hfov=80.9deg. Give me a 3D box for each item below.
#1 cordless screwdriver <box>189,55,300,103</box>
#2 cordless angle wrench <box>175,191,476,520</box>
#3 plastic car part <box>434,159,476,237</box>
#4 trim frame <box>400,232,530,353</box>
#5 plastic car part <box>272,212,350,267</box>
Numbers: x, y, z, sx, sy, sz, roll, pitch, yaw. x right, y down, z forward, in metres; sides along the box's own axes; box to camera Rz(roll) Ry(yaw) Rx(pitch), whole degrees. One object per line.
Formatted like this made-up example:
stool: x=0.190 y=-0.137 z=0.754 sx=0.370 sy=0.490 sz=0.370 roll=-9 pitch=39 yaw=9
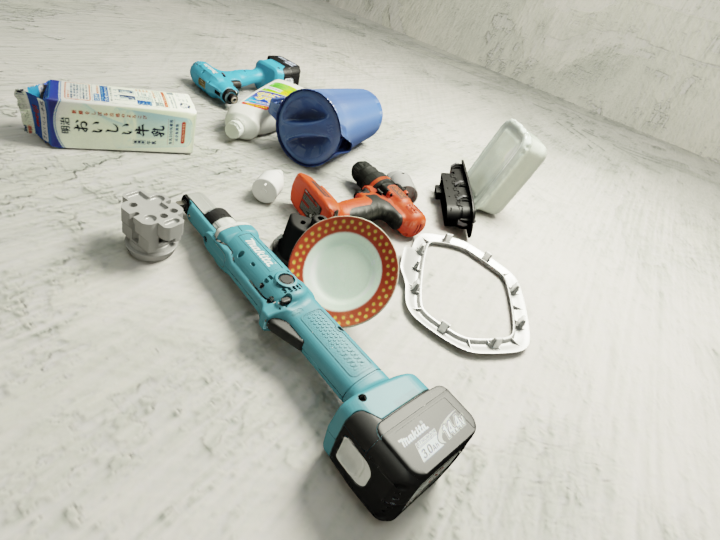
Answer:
cordless screwdriver: x=-0.245 y=-0.432 z=0.970 sx=0.241 sy=0.073 sz=0.167 roll=-24 pitch=54 yaw=-38
cordless angle wrench: x=-0.083 y=0.030 z=0.440 sx=0.094 sy=0.073 sz=0.446 roll=-16 pitch=46 yaw=-40
plastic car part: x=0.172 y=-0.135 z=0.769 sx=0.067 sy=0.065 sz=0.208 roll=6 pitch=37 yaw=-3
trim frame: x=0.142 y=0.019 z=0.585 sx=0.186 sy=0.027 sz=0.250 roll=19 pitch=38 yaw=3
plastic car part: x=-0.052 y=-0.034 z=0.533 sx=0.117 sy=0.070 sz=0.066 roll=23 pitch=34 yaw=0
